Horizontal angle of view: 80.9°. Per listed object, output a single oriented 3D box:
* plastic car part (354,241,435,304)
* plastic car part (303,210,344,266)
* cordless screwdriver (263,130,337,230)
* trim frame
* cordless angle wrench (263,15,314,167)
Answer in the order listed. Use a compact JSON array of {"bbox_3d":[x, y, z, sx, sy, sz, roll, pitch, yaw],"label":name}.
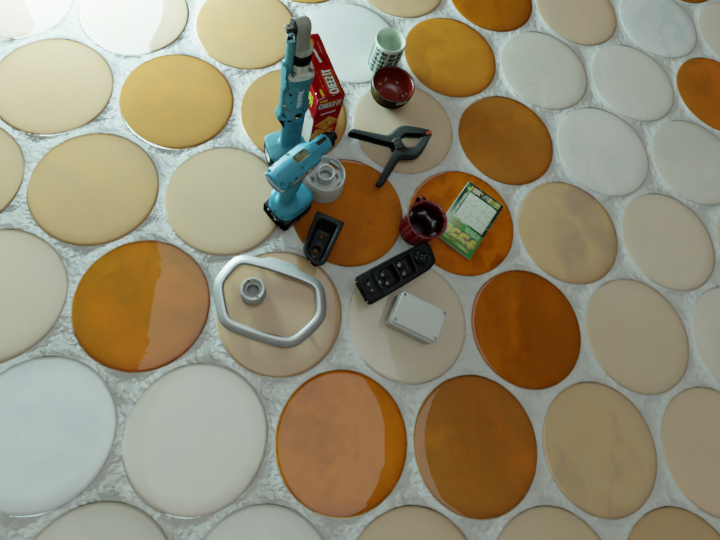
[{"bbox_3d":[0.079,0.006,0.940,0.200,0.067,0.067,-29,82,-16],"label":"plastic car part"},{"bbox_3d":[-0.091,-0.060,0.934,0.066,0.071,0.117,23,71,-4],"label":"plastic car part"},{"bbox_3d":[-0.126,-0.184,0.875,0.075,0.249,0.158,46,71,1],"label":"cordless screwdriver"},{"bbox_3d":[-0.192,0.061,0.904,0.247,0.027,0.186,16,71,-3],"label":"trim frame"},{"bbox_3d":[-0.133,-0.322,0.826,0.096,0.423,0.076,-19,81,-17],"label":"cordless angle wrench"}]
